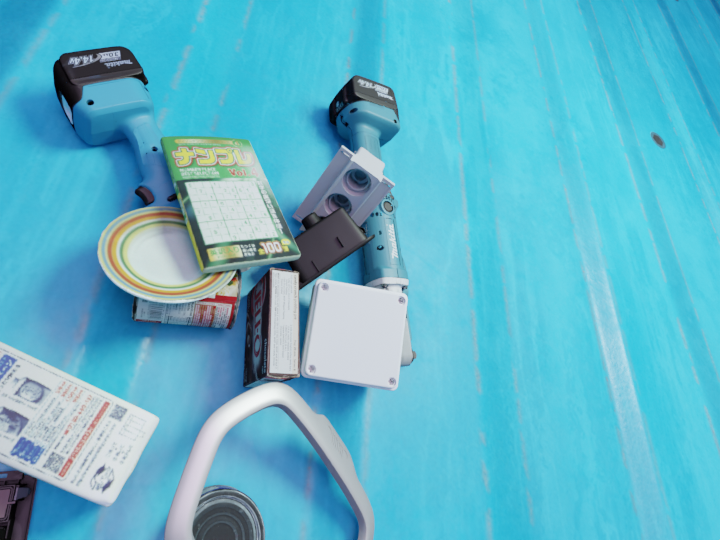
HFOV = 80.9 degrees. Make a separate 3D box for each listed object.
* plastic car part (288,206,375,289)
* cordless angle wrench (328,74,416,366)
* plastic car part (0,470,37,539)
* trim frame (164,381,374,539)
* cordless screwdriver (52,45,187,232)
[{"bbox_3d":[-0.050,-0.033,0.512,0.116,0.066,0.071,-38,93,-5],"label":"plastic car part"},{"bbox_3d":[0.024,-0.081,0.604,0.094,0.076,0.433,7,66,-31],"label":"cordless angle wrench"},{"bbox_3d":[-0.287,0.259,0.299,0.063,0.068,0.208,9,65,-31],"label":"plastic car part"},{"bbox_3d":[-0.069,0.225,0.390,0.181,0.028,0.243,-43,106,-38],"label":"trim frame"},{"bbox_3d":[-0.273,-0.131,0.492,0.156,0.075,0.250,-34,87,-34],"label":"cordless screwdriver"}]
